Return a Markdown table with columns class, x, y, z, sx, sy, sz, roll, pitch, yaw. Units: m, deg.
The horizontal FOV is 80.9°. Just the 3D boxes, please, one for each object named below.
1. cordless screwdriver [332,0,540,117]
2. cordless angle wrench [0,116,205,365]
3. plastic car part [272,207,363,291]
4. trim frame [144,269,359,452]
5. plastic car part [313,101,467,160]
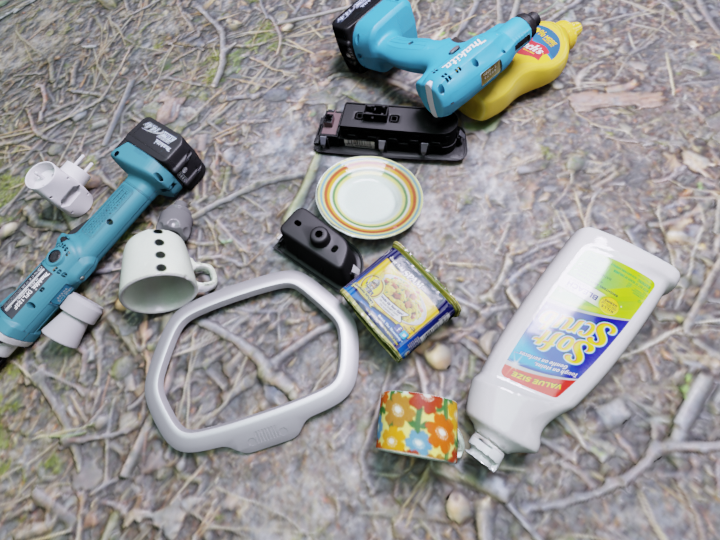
| class | x | y | z | sx | sy | sz | roll | pitch | yaw |
| --- | --- | --- | --- | --- | --- | --- | --- | --- | --- |
| cordless screwdriver | 0.084 | -0.301 | 0.548 | 0.159 | 0.070 | 0.263 | -40 | 52 | -4 |
| cordless angle wrench | -0.372 | -0.011 | 0.541 | 0.102 | 0.072 | 0.422 | 31 | 77 | 19 |
| plastic car part | -0.048 | -0.032 | 0.493 | 0.122 | 0.068 | 0.066 | 35 | 77 | 23 |
| trim frame | -0.123 | 0.099 | 0.472 | 0.248 | 0.026 | 0.191 | -19 | 64 | -1 |
| plastic car part | 0.039 | -0.188 | 0.554 | 0.207 | 0.065 | 0.067 | 11 | 62 | 11 |
